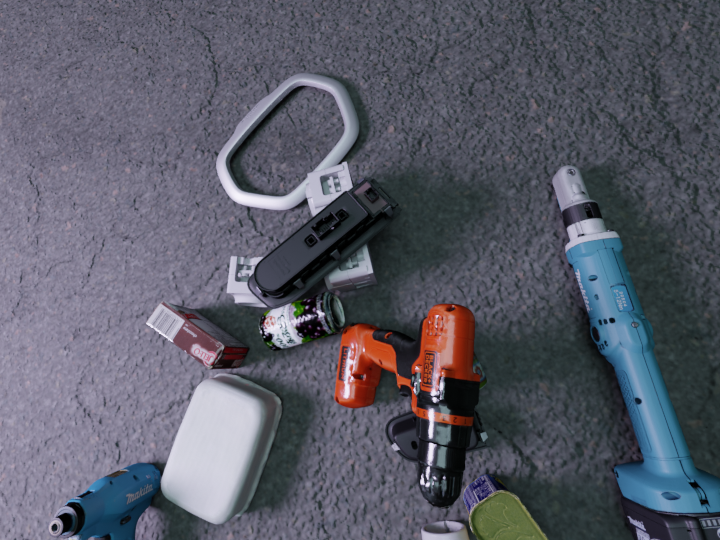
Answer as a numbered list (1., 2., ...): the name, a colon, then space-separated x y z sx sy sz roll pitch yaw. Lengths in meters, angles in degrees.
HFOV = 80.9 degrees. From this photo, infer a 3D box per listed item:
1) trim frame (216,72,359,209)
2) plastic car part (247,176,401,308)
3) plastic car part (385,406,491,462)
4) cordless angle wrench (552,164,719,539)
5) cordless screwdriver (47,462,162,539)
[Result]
1. trim frame: -0.114 -0.202 0.657 0.190 0.027 0.248 40 88 17
2. plastic car part: -0.048 -0.031 0.491 0.203 0.066 0.068 -40 81 2
3. plastic car part: 0.088 0.191 0.492 0.117 0.069 0.068 -18 74 2
4. cordless angle wrench: 0.291 0.070 0.474 0.075 0.095 0.433 -9 71 3
5. cordless screwdriver: -0.293 0.370 0.479 0.075 0.155 0.252 -5 78 6
